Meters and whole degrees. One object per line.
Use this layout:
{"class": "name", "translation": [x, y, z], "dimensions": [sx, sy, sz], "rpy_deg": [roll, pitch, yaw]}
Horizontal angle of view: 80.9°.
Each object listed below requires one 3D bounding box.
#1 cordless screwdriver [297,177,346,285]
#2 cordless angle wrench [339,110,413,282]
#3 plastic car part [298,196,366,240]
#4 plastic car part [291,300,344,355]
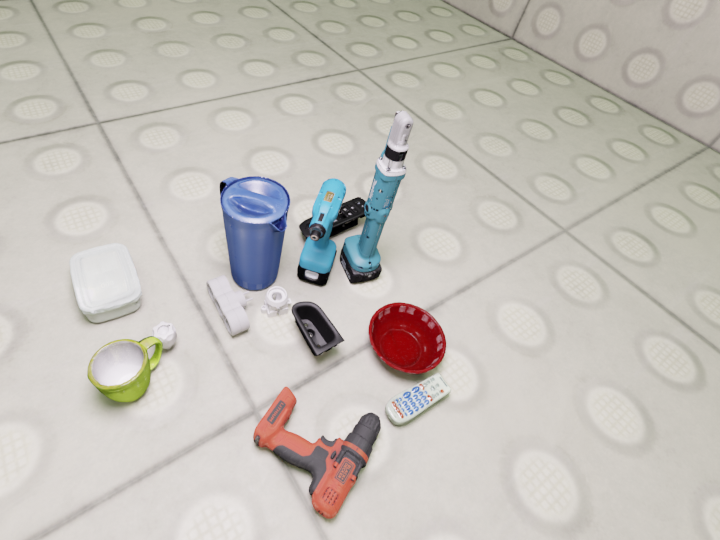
{"class": "cordless screwdriver", "translation": [-0.088, -0.057, 0.897], "dimensions": [0.075, 0.244, 0.161], "rpy_deg": [17, 49, 0]}
{"class": "cordless angle wrench", "translation": [0.036, -0.132, 0.869], "dimensions": [0.072, 0.415, 0.102], "rpy_deg": [-10, 54, -22]}
{"class": "plastic car part", "translation": [-0.067, -0.123, 1.075], "dimensions": [0.198, 0.066, 0.069], "rpy_deg": [-24, 59, -27]}
{"class": "plastic car part", "translation": [-0.095, 0.123, 0.857], "dimensions": [0.064, 0.069, 0.122], "rpy_deg": [-23, 58, -28]}
